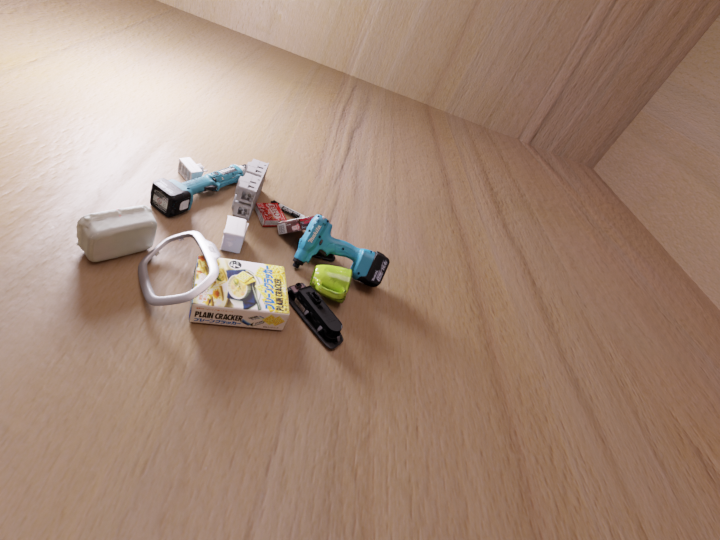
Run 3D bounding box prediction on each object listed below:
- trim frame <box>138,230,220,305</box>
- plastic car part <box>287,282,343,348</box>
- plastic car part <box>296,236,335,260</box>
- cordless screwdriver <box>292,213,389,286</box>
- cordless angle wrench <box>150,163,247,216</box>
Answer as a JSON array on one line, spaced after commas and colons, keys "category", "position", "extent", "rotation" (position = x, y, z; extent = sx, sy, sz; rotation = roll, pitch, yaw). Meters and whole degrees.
[{"category": "trim frame", "position": [-0.409, -0.009, 0.956], "extent": [0.182, 0.026, 0.263], "rotation": [-31, 44, -13]}, {"category": "plastic car part", "position": [-0.106, 0.098, 1.030], "extent": [0.063, 0.067, 0.212], "rotation": [-8, 49, -46]}, {"category": "plastic car part", "position": [-0.120, -0.078, 1.226], "extent": [0.115, 0.070, 0.068], "rotation": [13, 39, -9]}, {"category": "cordless screwdriver", "position": [-0.057, -0.029, 1.171], "extent": [0.246, 0.159, 0.075], "rotation": [30, -5, -6]}, {"category": "cordless angle wrench", "position": [-0.449, -0.275, 1.300], "extent": [0.100, 0.074, 0.416], "rotation": [33, 36, 10]}]
